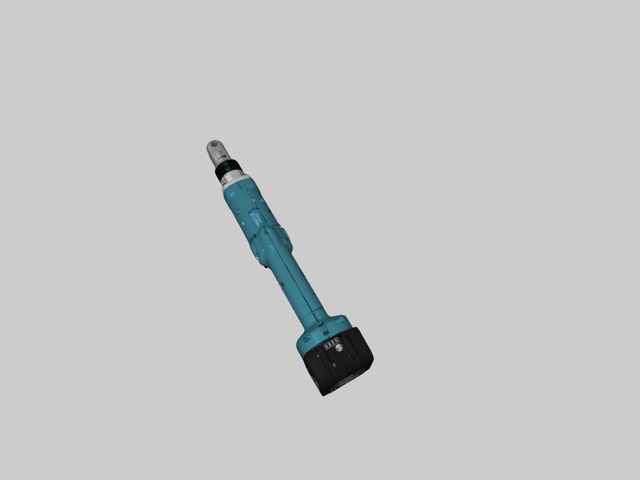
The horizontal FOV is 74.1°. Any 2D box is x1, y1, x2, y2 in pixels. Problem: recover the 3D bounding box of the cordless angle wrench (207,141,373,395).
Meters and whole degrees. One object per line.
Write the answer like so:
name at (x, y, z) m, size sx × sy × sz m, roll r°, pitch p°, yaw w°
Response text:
cordless angle wrench at (-0.071, 0.008, 0.603) m, size 0.074 × 0.422 × 0.098 m, roll -27°, pitch -24°, yaw -12°
